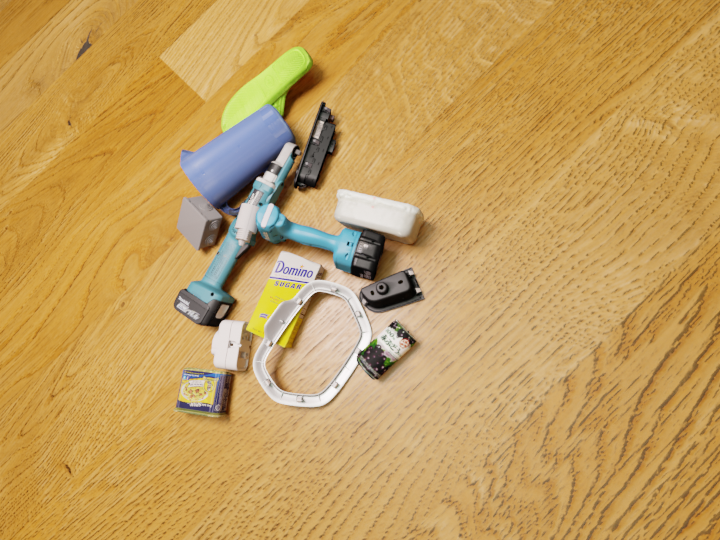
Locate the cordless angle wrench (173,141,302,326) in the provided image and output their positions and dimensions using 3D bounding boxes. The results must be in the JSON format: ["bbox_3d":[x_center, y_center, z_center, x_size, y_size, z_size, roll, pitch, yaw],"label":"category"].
[{"bbox_3d":[-0.245,-0.086,0.895,0.102,0.071,0.423,27,86,20],"label":"cordless angle wrench"}]

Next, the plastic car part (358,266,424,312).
[{"bbox_3d":[0.051,0.036,0.788,0.117,0.068,0.068,-20,69,6],"label":"plastic car part"}]

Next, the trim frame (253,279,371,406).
[{"bbox_3d":[-0.091,0.136,0.794,0.186,0.027,0.248,35,82,6],"label":"trim frame"}]

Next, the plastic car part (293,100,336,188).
[{"bbox_3d":[-0.095,-0.264,0.932,0.066,0.067,0.204,23,79,-7],"label":"plastic car part"}]

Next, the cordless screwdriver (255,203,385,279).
[{"bbox_3d":[-0.082,-0.053,0.835,0.251,0.157,0.075,19,77,4],"label":"cordless screwdriver"}]
